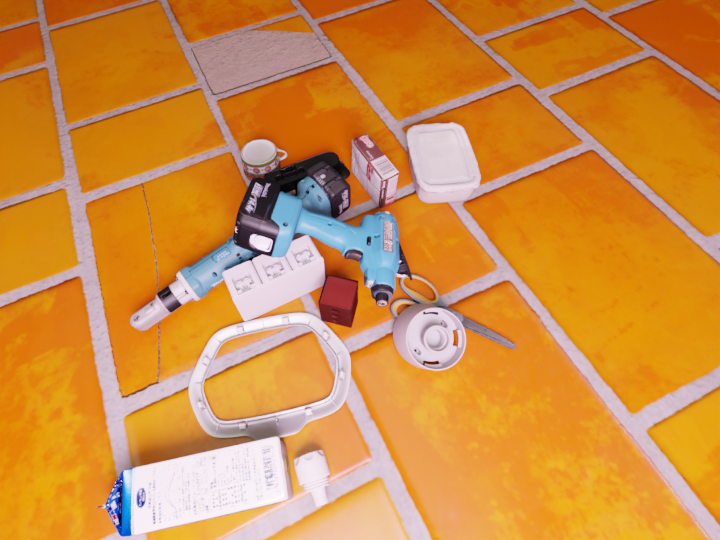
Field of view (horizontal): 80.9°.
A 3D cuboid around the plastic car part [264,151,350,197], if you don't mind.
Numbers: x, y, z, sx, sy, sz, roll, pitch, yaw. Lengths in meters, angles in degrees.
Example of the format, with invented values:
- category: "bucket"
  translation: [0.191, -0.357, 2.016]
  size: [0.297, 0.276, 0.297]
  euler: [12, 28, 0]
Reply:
- category: "plastic car part"
  translation: [-0.119, -0.182, 0.820]
  size: [0.200, 0.065, 0.069]
  euler: [-20, 55, -12]

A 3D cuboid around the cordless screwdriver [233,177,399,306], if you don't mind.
- category: "cordless screwdriver"
  translation: [-0.061, -0.040, 0.623]
  size: [0.245, 0.073, 0.163]
  euler: [13, 51, -9]

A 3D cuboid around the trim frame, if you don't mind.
- category: "trim frame"
  translation: [-0.137, 0.156, 0.641]
  size: [0.247, 0.027, 0.191]
  euler: [-11, 61, -5]

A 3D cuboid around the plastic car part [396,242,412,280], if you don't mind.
- category: "plastic car part"
  translation: [0.037, -0.035, 0.723]
  size: [0.071, 0.063, 0.122]
  euler: [-21, 44, 4]

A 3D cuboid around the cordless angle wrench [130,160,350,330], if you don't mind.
- category: "cordless angle wrench"
  translation: [-0.201, -0.035, 0.723]
  size: [0.419, 0.095, 0.077]
  euler: [-37, 70, -14]
